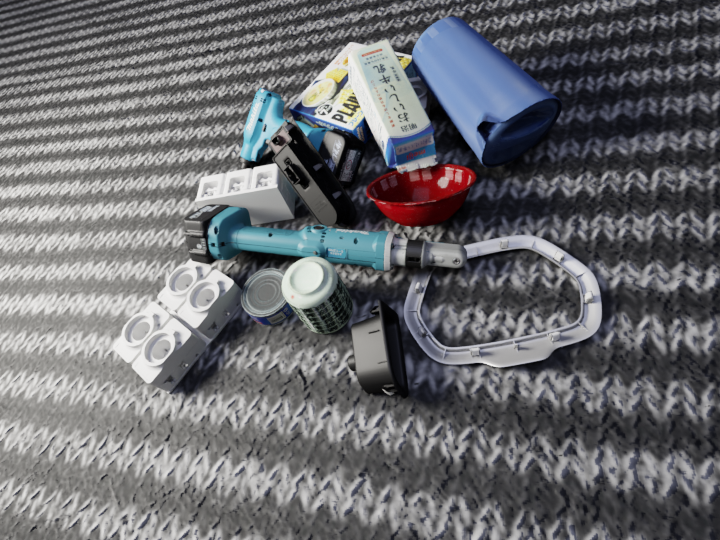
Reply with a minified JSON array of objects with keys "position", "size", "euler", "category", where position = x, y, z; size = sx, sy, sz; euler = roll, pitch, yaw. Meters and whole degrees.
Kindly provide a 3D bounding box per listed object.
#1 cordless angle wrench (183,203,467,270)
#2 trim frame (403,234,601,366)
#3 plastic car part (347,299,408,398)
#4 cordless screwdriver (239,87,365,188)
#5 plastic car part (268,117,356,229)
[{"position":[-0.062,-0.041,0.637],"size":[0.435,0.072,0.098],"euler":[7,28,17],"category":"cordless angle wrench"},{"position":[0.182,0.037,0.564],"size":[0.251,0.026,0.190],"euler":[-13,57,8],"category":"trim frame"},{"position":[0.017,0.109,0.558],"size":[0.073,0.062,0.120],"euler":[-16,58,24],"category":"plastic car part"},{"position":[-0.123,-0.219,0.779],"size":[0.260,0.071,0.158],"euler":[34,111,26],"category":"cordless screwdriver"},{"position":[-0.082,-0.147,0.683],"size":[0.067,0.066,0.203],"euler":[-38,91,28],"category":"plastic car part"}]
